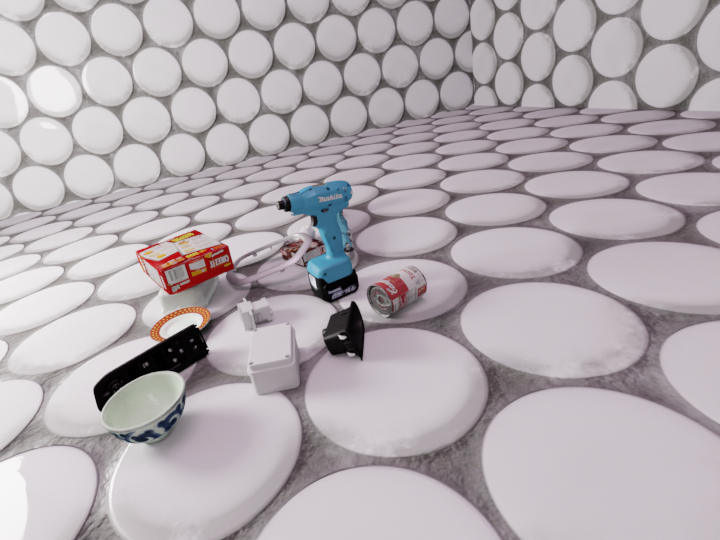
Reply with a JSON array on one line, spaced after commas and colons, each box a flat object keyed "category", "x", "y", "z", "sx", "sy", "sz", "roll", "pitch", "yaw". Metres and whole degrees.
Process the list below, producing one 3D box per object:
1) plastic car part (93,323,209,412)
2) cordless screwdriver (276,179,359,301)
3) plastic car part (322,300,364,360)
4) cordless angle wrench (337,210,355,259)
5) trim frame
[{"category": "plastic car part", "x": -0.381, "y": 0.171, "z": 0.762, "sx": 0.070, "sy": 0.065, "sz": 0.198, "roll": 0, "pitch": 26, "yaw": 45}, {"category": "cordless screwdriver", "x": -0.087, "y": -0.057, "z": 0.889, "sx": 0.155, "sy": 0.243, "sz": 0.078, "roll": -15, "pitch": 23, "yaw": -24}, {"category": "plastic car part", "x": -0.034, "y": 0.109, "z": 0.755, "sx": 0.072, "sy": 0.064, "sz": 0.118, "roll": -21, "pitch": 20, "yaw": 11}, {"category": "cordless angle wrench", "x": -0.066, "y": -0.136, "z": 1.236, "sx": 0.074, "sy": 0.095, "sz": 0.439, "roll": -13, "pitch": 30, "yaw": -5}, {"category": "trim frame", "x": -0.238, "y": -0.031, "z": 1.099, "sx": 0.250, "sy": 0.026, "sz": 0.191, "roll": -24, "pitch": 32, "yaw": 6}]
